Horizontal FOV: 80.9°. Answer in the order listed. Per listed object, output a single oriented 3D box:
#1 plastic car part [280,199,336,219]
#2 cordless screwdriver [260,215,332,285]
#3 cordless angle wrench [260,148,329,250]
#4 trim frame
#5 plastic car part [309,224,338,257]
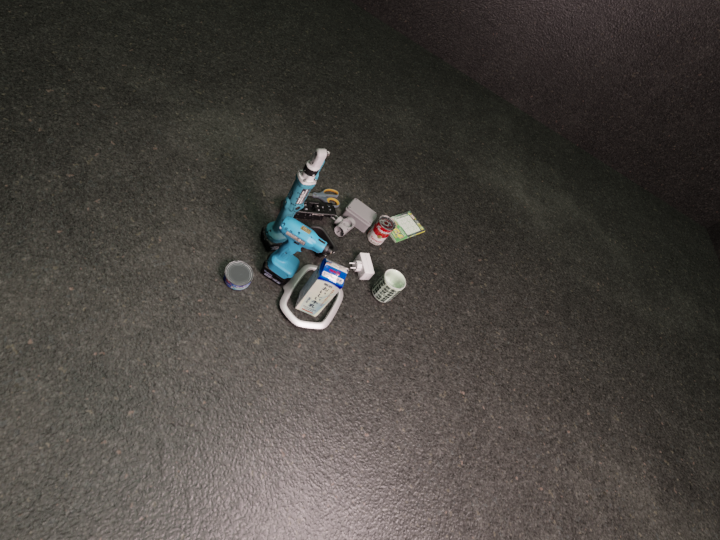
[{"bbox_3d":[-0.192,-0.213,1.499,0.195,0.067,0.069,5,55,-24],"label":"plastic car part"},{"bbox_3d":[-0.192,-0.042,1.248,0.158,0.249,0.074,34,48,-5],"label":"cordless screwdriver"},{"bbox_3d":[-0.194,-0.204,1.252,0.094,0.424,0.077,-9,64,-34],"label":"cordless angle wrench"},{"bbox_3d":[-0.152,0.080,1.325,0.184,0.027,0.249,31,48,-2],"label":"trim frame"},{"bbox_3d":[-0.140,-0.091,1.431,0.064,0.071,0.120,-20,68,-37],"label":"plastic car part"}]
